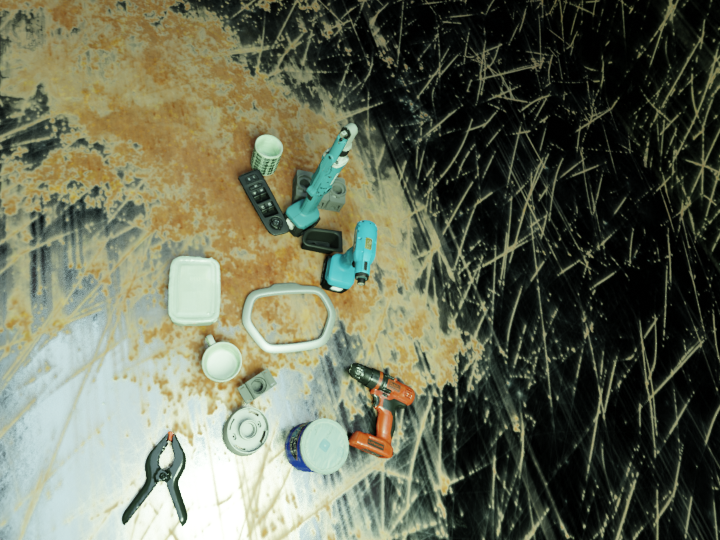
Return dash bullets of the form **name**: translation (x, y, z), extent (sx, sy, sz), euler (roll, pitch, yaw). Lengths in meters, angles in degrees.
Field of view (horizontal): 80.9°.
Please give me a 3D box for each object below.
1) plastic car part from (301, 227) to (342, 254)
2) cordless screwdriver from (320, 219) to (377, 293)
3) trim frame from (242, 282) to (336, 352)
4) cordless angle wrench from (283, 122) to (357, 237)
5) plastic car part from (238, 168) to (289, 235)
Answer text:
- **plastic car part**: translation (-0.114, -0.075, 1.169), extent (0.113, 0.071, 0.068), euler (7, 64, -18)
- **cordless screwdriver**: translation (-0.030, -0.003, 1.058), extent (0.072, 0.250, 0.162), euler (15, 62, -17)
- **trim frame**: translation (-0.178, 0.115, 1.076), extent (0.241, 0.027, 0.189), euler (-4, 66, -22)
- **cordless angle wrench**: translation (-0.097, -0.215, 1.038), extent (0.096, 0.426, 0.075), euler (-38, 87, -32)
- **plastic car part**: translation (-0.268, -0.176, 1.167), extent (0.064, 0.067, 0.208), euler (-25, 75, -30)
